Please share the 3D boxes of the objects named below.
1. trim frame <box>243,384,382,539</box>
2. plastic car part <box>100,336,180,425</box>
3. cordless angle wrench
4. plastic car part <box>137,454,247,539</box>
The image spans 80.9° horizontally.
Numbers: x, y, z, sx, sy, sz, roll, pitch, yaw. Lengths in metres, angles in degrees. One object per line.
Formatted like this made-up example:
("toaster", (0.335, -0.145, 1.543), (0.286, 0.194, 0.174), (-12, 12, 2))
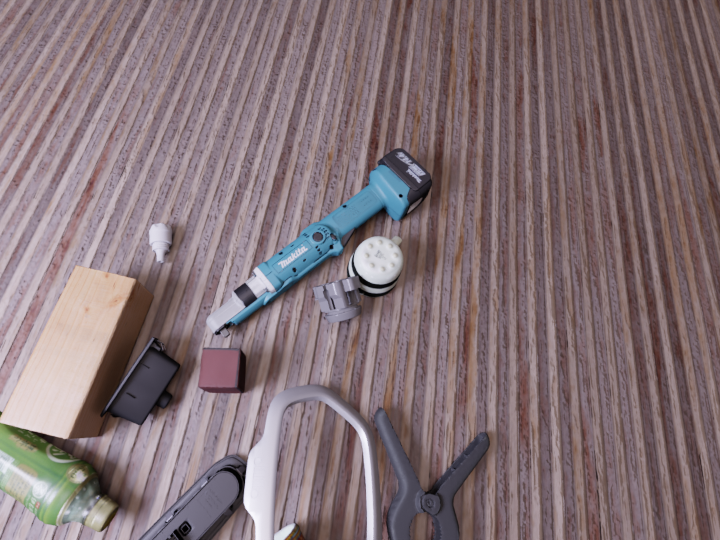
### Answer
("trim frame", (-0.053, 0.266, 0.527), (0.177, 0.028, 0.256), (17, 50, -24))
("plastic car part", (-0.293, 0.159, 0.586), (0.070, 0.067, 0.117), (29, 71, -10))
("cordless angle wrench", (-0.066, -0.043, 0.679), (0.419, 0.073, 0.101), (-39, 76, -15))
("plastic car part", (-0.217, 0.317, 0.522), (0.069, 0.065, 0.201), (40, 67, 17))
